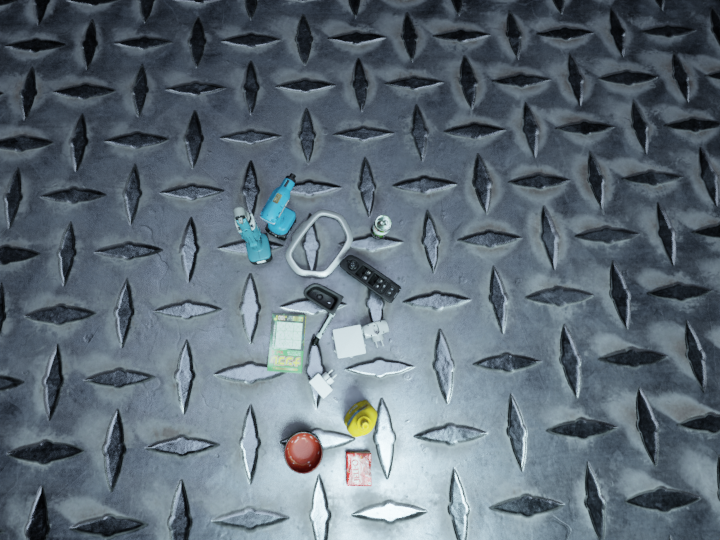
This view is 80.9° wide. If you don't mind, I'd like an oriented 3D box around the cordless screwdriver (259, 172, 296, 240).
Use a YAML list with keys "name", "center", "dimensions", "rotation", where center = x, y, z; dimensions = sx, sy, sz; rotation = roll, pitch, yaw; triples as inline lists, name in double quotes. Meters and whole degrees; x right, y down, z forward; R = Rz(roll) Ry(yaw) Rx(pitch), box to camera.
- name: "cordless screwdriver"
  center: [-0.240, -0.191, 1.302]
  dimensions: [0.075, 0.247, 0.159]
  rotation: [27, 78, 0]

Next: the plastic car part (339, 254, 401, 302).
- name: "plastic car part"
  center: [0.026, 0.023, 1.346]
  dimensions: [0.206, 0.066, 0.066]
  rotation: [36, 78, 7]

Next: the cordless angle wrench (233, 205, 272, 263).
- name: "cordless angle wrench"
  center: [-0.309, -0.103, 1.192]
  dimensions: [0.074, 0.420, 0.099]
  rotation: [-12, 81, -8]

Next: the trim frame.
- name: "trim frame"
  center: [-0.136, -0.089, 1.391]
  dimensions: [0.187, 0.027, 0.248]
  rotation: [33, 78, 7]

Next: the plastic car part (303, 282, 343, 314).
- name: "plastic car part"
  center: [-0.120, 0.085, 1.327]
  dimensions: [0.118, 0.070, 0.066]
  rotation: [29, 78, 4]
